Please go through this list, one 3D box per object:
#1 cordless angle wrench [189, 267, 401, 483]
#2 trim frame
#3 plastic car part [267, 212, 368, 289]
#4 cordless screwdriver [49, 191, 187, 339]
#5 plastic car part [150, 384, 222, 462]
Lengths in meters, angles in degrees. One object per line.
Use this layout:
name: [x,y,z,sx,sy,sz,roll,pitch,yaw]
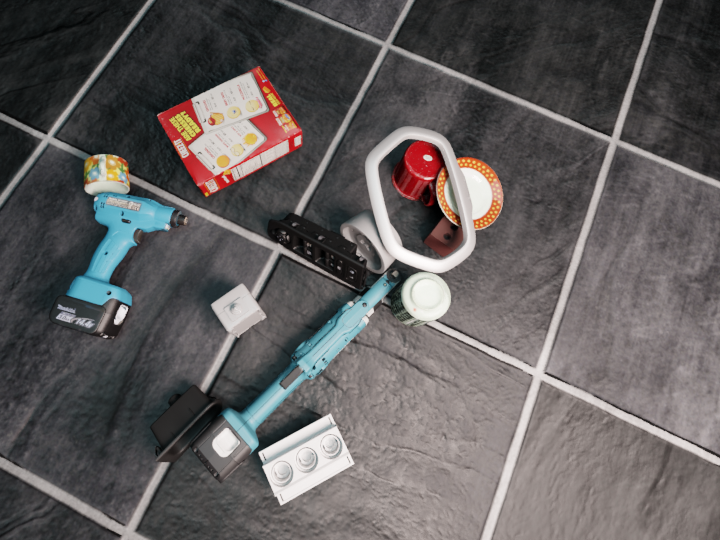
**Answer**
cordless angle wrench: [-0.081,0.143,0.685,0.075,0.097,0.420,45,73,6]
trim frame: [0.102,-0.118,0.691,0.180,0.028,0.251,-13,82,-14]
plastic car part: [-0.071,-0.047,0.730,0.210,0.064,0.067,24,62,17]
cordless screwdriver: [-0.403,-0.010,0.720,0.159,0.073,0.252,10,71,0]
plastic car part: [-0.281,0.232,0.667,0.074,0.064,0.116,35,73,19]
